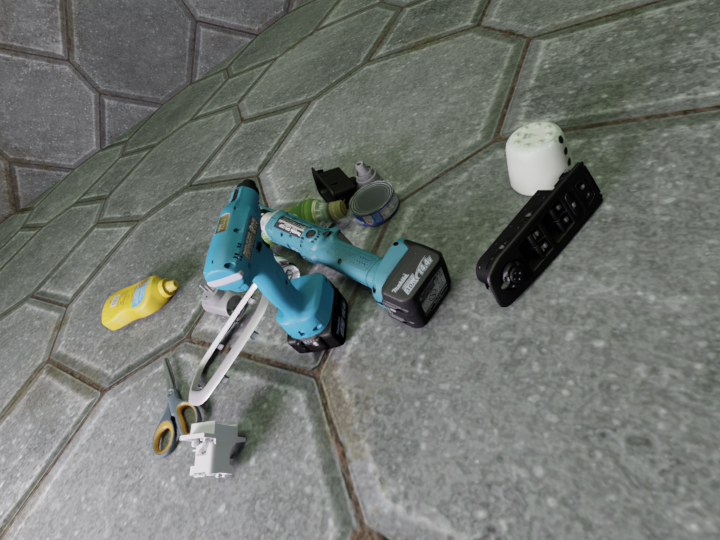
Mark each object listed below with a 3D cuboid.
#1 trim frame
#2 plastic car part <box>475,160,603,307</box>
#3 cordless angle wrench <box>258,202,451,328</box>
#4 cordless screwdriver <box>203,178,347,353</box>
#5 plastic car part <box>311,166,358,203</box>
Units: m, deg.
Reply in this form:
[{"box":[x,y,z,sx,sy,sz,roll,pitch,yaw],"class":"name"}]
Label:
[{"box":[-0.198,0.102,0.665,0.248,0.026,0.191,-58,22,0],"class":"trim frame"},{"box":[0.213,-0.046,0.529,0.202,0.063,0.070,-49,31,-14],"class":"plastic car part"},{"box":[-0.066,-0.043,0.677,0.447,0.070,0.097,25,68,39],"class":"cordless angle wrench"},{"box":[-0.105,0.001,0.578,0.076,0.235,0.164,-17,48,22],"class":"cordless screwdriver"},{"box":[-0.043,-0.168,0.841,0.070,0.063,0.123,-28,41,-11],"class":"plastic car part"}]
